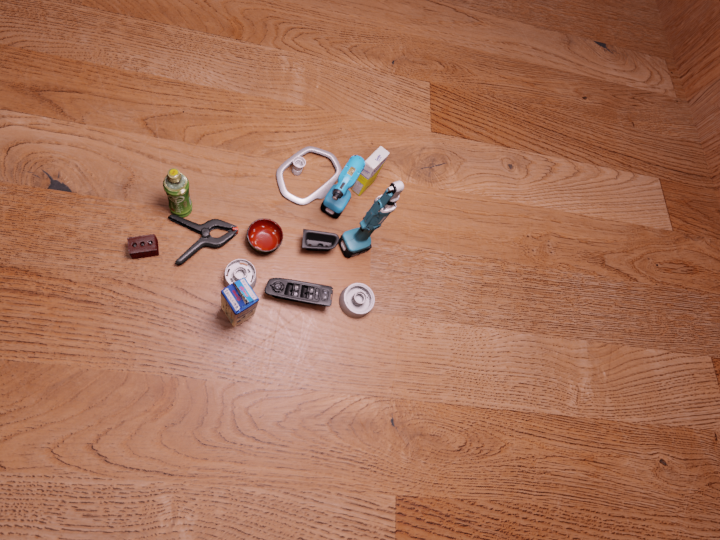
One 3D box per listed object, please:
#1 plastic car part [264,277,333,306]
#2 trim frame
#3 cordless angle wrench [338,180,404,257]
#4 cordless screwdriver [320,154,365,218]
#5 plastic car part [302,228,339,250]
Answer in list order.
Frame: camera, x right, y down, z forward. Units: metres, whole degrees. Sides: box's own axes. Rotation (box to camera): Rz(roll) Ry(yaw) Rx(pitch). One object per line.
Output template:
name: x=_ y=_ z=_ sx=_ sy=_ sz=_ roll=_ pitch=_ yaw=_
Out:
plastic car part: x=-0.189 y=0.067 z=1.279 sx=0.200 sy=0.067 sz=0.067 roll=12 pitch=68 yaw=-8
trim frame: x=-0.176 y=-0.329 z=1.460 sx=0.186 sy=0.027 sz=0.246 roll=43 pitch=67 yaw=6
cordless angle wrench: x=0.035 y=-0.146 z=1.217 sx=0.096 sy=0.424 sz=0.076 roll=-19 pitch=79 yaw=-22
cordless screwdriver: x=-0.067 y=-0.239 z=1.327 sx=0.074 sy=0.249 sz=0.159 roll=31 pitch=66 yaw=-5
plastic car part: x=-0.132 y=-0.086 z=1.350 sx=0.114 sy=0.071 sz=0.067 roll=6 pitch=69 yaw=-11
